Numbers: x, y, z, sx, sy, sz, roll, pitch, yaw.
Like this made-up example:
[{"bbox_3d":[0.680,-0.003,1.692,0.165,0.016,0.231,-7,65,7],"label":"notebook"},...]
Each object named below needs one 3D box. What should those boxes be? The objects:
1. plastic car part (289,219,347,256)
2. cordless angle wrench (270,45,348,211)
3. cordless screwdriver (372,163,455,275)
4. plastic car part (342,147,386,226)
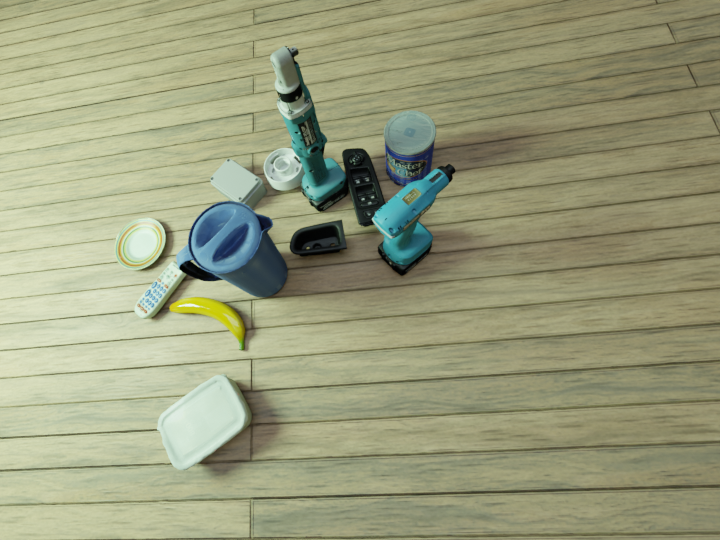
[{"bbox_3d":[-0.088,-0.058,0.899,0.117,0.068,0.068,-10,70,5],"label":"plastic car part"},{"bbox_3d":[-0.097,-0.242,0.786,0.097,0.409,0.077,-34,72,-6],"label":"cordless angle wrench"},{"bbox_3d":[0.101,-0.089,0.784,0.158,0.241,0.077,-41,73,-7],"label":"cordless screwdriver"},{"bbox_3d":[0.008,-0.182,0.930,0.067,0.065,0.209,-15,68,2],"label":"plastic car part"}]
